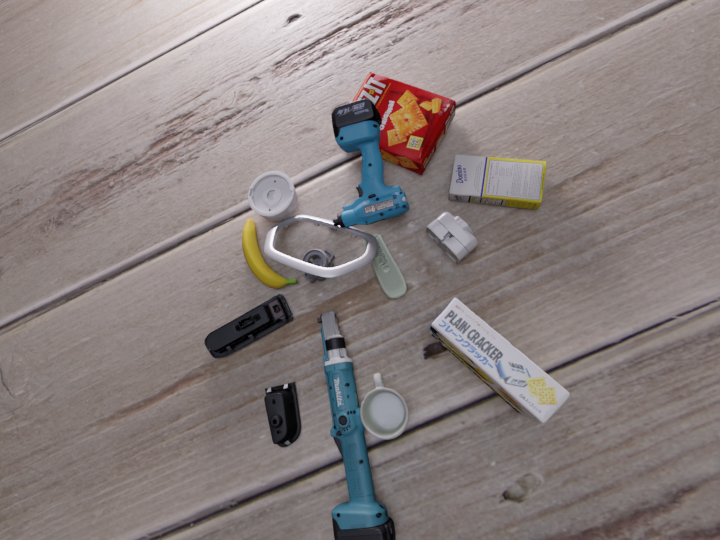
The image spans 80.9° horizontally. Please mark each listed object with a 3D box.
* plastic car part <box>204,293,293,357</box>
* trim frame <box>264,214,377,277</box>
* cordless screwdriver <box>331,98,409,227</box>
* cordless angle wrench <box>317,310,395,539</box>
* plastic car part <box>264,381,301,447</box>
[{"bbox_3d":[-0.247,0.124,0.900,0.204,0.065,0.068,-30,79,6],"label":"plastic car part"},{"bbox_3d":[-0.086,-0.056,0.876,0.260,0.026,0.182,16,45,26],"label":"trim frame"},{"bbox_3d":[-0.007,-0.217,0.882,0.162,0.072,0.251,-16,84,16],"label":"cordless screwdriver"},{"bbox_3d":[-0.025,0.283,0.795,0.100,0.071,0.434,-18,68,16],"label":"cordless angle wrench"},{"bbox_3d":[-0.157,0.284,0.825,0.067,0.068,0.120,-16,69,7],"label":"plastic car part"}]
